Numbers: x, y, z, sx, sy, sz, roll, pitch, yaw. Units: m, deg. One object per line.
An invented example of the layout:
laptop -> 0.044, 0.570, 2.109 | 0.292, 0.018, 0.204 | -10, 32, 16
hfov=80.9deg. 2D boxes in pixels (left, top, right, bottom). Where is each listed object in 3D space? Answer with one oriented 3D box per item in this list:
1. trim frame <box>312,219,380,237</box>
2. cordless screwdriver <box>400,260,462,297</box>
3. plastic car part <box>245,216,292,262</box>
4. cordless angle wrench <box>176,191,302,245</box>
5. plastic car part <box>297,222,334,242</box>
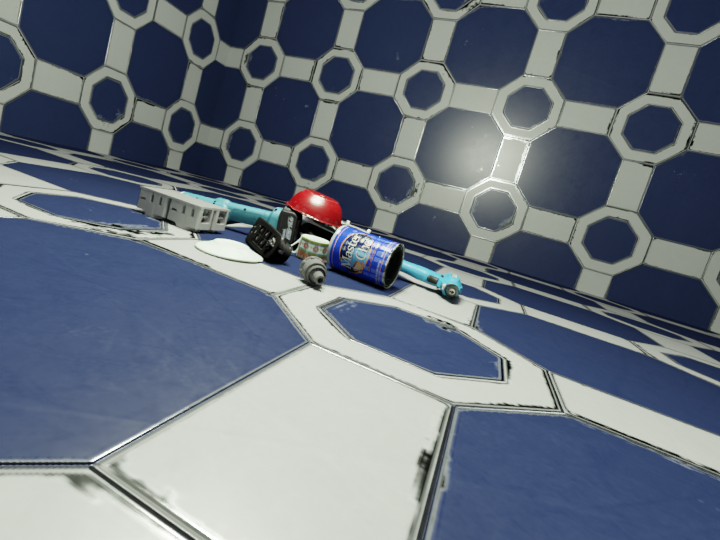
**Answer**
trim frame -> -0.040, -0.121, 1.198 | 0.236, 0.027, 0.195 | 11, 17, -37
cordless screwdriver -> 0.126, 0.002, 1.037 | 0.255, 0.074, 0.156 | 22, 10, 12
plastic car part -> -0.196, -0.059, 0.914 | 0.064, 0.066, 0.212 | 41, -4, -26
cordless angle wrench -> -0.365, -0.155, 1.101 | 0.429, 0.097, 0.074 | 14, 11, 8
plastic car part -> -0.105, -0.069, 1.074 | 0.110, 0.066, 0.075 | 23, 22, -51
